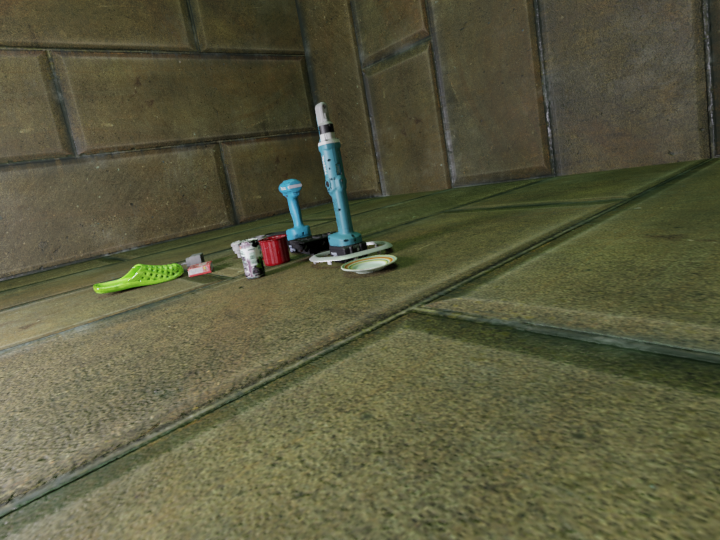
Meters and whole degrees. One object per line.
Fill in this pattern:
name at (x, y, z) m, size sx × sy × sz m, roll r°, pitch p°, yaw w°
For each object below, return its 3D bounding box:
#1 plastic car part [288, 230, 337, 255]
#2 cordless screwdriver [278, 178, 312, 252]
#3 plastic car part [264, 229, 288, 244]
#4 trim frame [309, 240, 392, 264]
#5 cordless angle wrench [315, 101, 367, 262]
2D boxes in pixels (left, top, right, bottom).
plastic car part at (-0.130, -0.085, 1.333) m, size 0.069 × 0.066 × 0.196 m, roll -1°, pitch 16°, yaw 41°
cordless screwdriver at (-0.229, -0.187, 1.453) m, size 0.072 × 0.246 × 0.166 m, roll -14°, pitch 11°, yaw -24°
plastic car part at (-0.292, -0.111, 1.570) m, size 0.116 × 0.070 × 0.067 m, roll -11°, pitch 11°, yaw -1°
trim frame at (-0.024, -0.050, 1.182) m, size 0.241 × 0.027 × 0.193 m, roll -18°, pitch 15°, yaw -29°
cordless angle wrench at (-0.066, -0.233, 1.129) m, size 0.072 × 0.418 × 0.102 m, roll -15°, pitch 10°, yaw -29°
